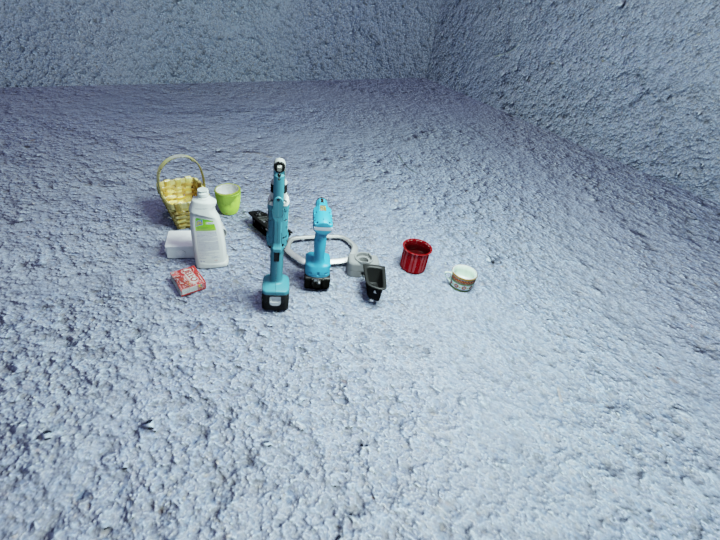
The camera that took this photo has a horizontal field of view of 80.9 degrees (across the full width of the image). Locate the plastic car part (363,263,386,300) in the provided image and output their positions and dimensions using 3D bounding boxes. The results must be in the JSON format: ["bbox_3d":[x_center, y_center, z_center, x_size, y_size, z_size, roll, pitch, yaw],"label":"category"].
[{"bbox_3d":[0.038,0.042,1.213,0.066,0.069,0.120,5,36,-4],"label":"plastic car part"}]

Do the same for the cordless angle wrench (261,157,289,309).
[{"bbox_3d":[-0.208,-0.082,1.057,0.073,0.413,0.101,3,36,-9],"label":"cordless angle wrench"}]

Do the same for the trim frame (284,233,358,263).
[{"bbox_3d":[-0.127,-0.072,1.381,0.243,0.027,0.193,-6,38,-16],"label":"trim frame"}]

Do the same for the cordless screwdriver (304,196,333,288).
[{"bbox_3d":[-0.118,-0.077,1.207,0.073,0.243,0.165,3,36,-9],"label":"cordless screwdriver"}]

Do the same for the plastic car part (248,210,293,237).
[{"bbox_3d":[-0.309,-0.146,1.424,0.064,0.065,0.215,-21,44,-34],"label":"plastic car part"}]
